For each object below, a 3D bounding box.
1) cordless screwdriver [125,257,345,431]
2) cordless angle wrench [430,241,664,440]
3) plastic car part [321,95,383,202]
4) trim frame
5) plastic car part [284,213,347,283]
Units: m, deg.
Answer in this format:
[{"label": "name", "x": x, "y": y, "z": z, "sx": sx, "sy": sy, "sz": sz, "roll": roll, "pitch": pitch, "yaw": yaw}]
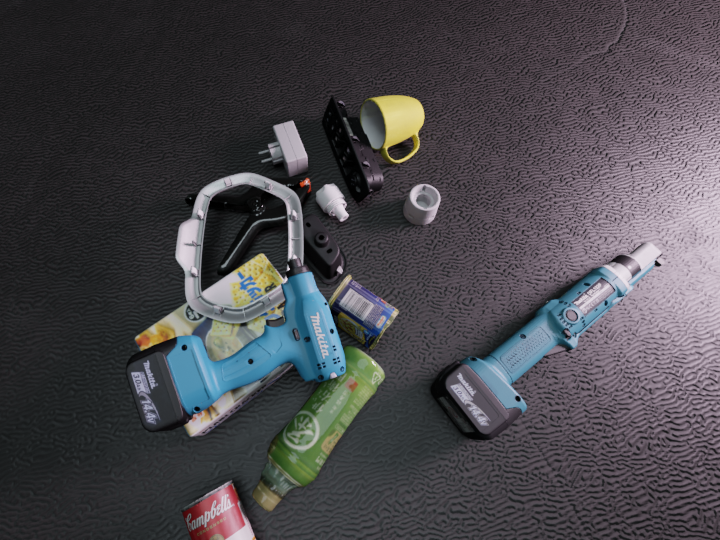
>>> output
[{"label": "cordless screwdriver", "x": -0.154, "y": 0.088, "z": 0.526, "sx": 0.245, "sy": 0.074, "sz": 0.162, "roll": -17, "pitch": 79, "yaw": -12}, {"label": "cordless angle wrench", "x": 0.290, "y": 0.075, "z": 0.609, "sx": 0.418, "sy": 0.073, "sz": 0.101, "roll": -34, "pitch": 72, "yaw": -15}, {"label": "plastic car part", "x": -0.012, "y": -0.208, "z": 0.745, "sx": 0.064, "sy": 0.067, "sz": 0.210, "roll": -1, "pitch": 62, "yaw": -30}, {"label": "trim frame", "x": -0.176, "y": -0.044, "z": 0.622, "sx": 0.185, "sy": 0.027, "sz": 0.255, "roll": -4, "pitch": 65, "yaw": 2}, {"label": "plastic car part", "x": -0.065, "y": -0.042, "z": 0.663, "sx": 0.065, "sy": 0.069, "sz": 0.121, "roll": -35, "pitch": 69, "yaw": -13}]
